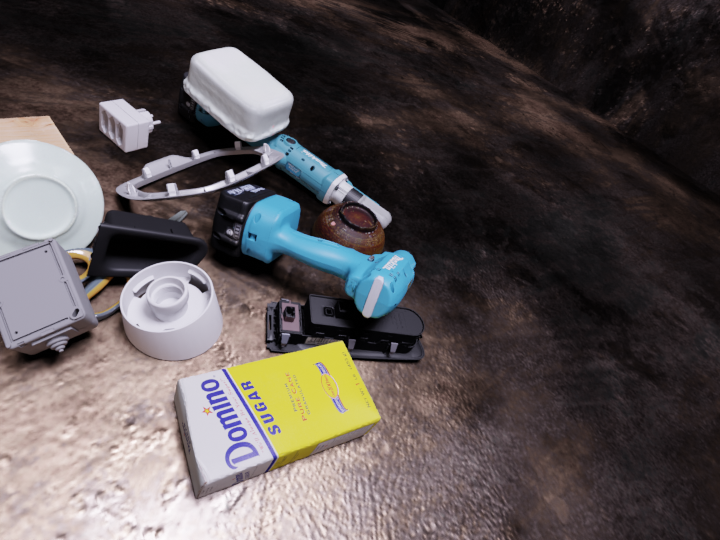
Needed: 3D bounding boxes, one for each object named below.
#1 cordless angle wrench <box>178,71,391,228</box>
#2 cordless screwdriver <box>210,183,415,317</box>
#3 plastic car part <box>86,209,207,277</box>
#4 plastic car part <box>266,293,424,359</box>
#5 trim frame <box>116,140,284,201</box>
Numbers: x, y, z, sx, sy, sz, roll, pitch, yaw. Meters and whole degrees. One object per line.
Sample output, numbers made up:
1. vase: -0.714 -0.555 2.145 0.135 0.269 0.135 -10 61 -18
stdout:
1. cordless angle wrench: -0.127 -0.200 0.719 0.431 0.074 0.096 37 42 10
2. cordless screwdriver: -0.052 -0.034 0.534 0.257 0.073 0.156 24 23 15
3. plastic car part: -0.240 -0.035 0.473 0.111 0.066 0.075 3 38 -44
4. plastic car part: -0.007 0.063 0.505 0.196 0.066 0.069 12 38 -20
5. trim frame: -0.219 -0.146 0.594 0.192 0.027 0.245 8 34 27
